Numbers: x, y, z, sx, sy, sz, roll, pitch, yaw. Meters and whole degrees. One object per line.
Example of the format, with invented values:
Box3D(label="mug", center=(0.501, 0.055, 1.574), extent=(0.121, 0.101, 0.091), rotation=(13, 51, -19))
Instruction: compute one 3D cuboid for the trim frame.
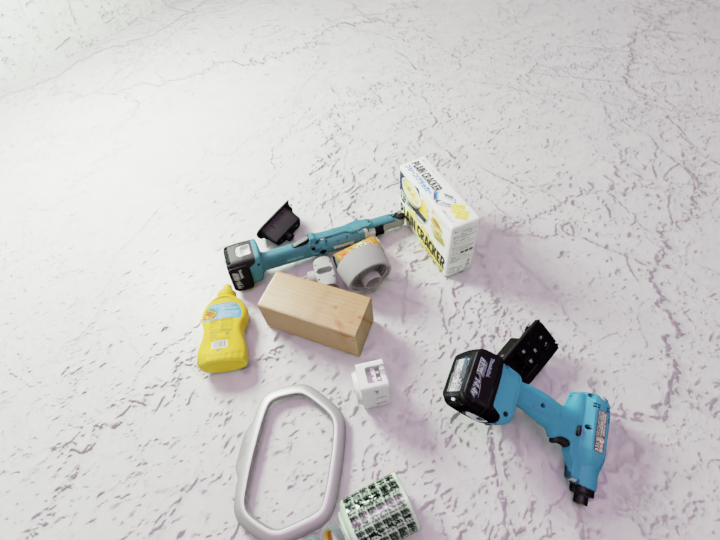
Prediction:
Box3D(label="trim frame", center=(-0.120, 0.314, 0.712), extent=(0.188, 0.026, 0.254), rotation=(1, 54, 10))

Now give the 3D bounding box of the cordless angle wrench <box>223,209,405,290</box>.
Box3D(label="cordless angle wrench", center=(-0.095, -0.062, 0.969), extent=(0.418, 0.094, 0.078), rotation=(-17, 52, -8))

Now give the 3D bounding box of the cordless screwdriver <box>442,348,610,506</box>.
Box3D(label="cordless screwdriver", center=(0.252, 0.229, 0.638), extent=(0.248, 0.074, 0.160), rotation=(23, 67, -2))

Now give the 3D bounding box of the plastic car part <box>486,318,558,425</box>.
Box3D(label="plastic car part", center=(0.250, 0.171, 0.728), extent=(0.200, 0.065, 0.069), rotation=(-42, 15, -23))

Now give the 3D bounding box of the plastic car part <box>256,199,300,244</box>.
Box3D(label="plastic car part", center=(-0.190, -0.103, 1.035), extent=(0.073, 0.064, 0.116), rotation=(32, 66, 12))
